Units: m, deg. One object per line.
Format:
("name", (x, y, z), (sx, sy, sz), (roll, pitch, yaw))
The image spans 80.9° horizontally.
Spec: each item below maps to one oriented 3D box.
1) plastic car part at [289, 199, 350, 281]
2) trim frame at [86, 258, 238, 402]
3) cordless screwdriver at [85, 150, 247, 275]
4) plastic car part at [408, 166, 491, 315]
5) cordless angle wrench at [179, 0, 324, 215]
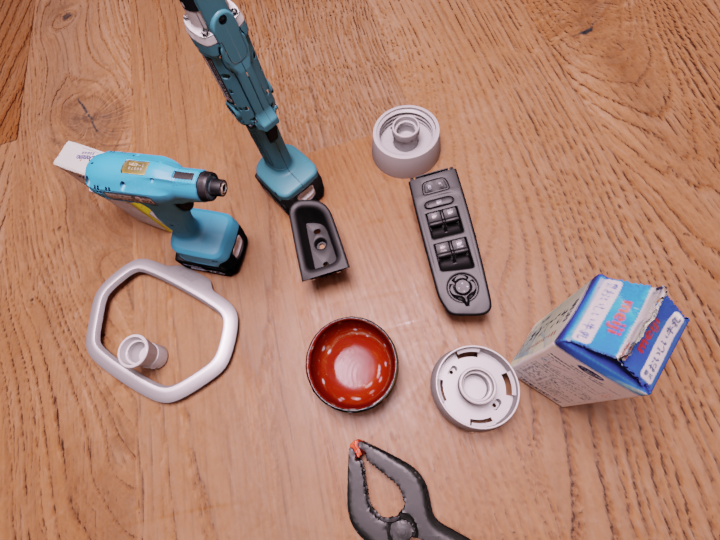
("plastic car part", (-0.059, -0.038, 0.601), (0.066, 0.068, 0.120), (-17, 67, 2))
("trim frame", (-0.294, 0.079, 0.621), (0.257, 0.026, 0.184), (23, 74, 18))
("cordless screwdriver", (-0.210, -0.065, 0.547), (0.163, 0.240, 0.075), (10, 71, 11))
("plastic car part", (0.118, -0.033, 0.567), (0.067, 0.065, 0.209), (-12, 67, 4))
("cordless angle wrench", (-0.128, -0.200, 0.494), (0.074, 0.409, 0.102), (-40, 71, -9))
